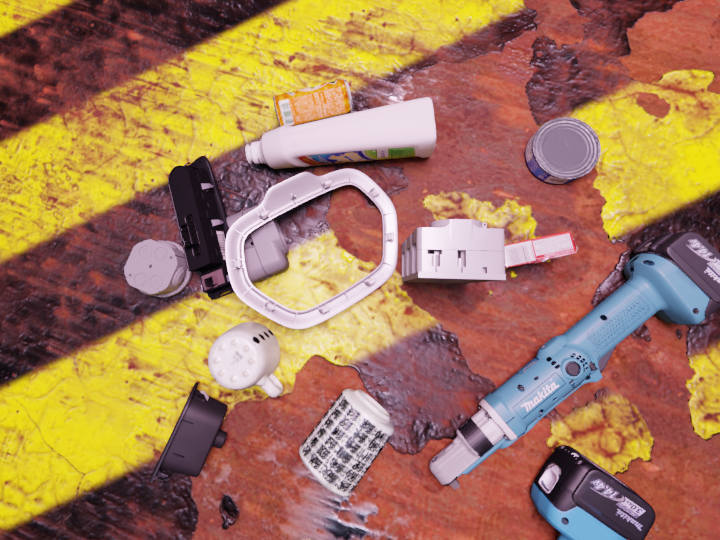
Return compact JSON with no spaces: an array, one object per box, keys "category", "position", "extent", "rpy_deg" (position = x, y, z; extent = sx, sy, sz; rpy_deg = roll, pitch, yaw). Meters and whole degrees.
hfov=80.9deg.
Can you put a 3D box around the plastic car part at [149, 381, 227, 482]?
[{"category":"plastic car part","position":[-0.214,0.217,0.553],"extent":[0.070,0.067,0.117],"rpy_deg":[28,82,-11]}]

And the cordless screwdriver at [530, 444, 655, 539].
[{"category":"cordless screwdriver","position":[0.206,0.329,0.494],"extent":[0.162,0.073,0.249],"rpy_deg":[29,89,7]}]

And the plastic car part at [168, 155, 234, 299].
[{"category":"plastic car part","position":[-0.223,-0.063,0.584],"extent":[0.068,0.064,0.207],"rpy_deg":[-23,75,30]}]

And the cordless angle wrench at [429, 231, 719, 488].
[{"category":"cordless angle wrench","position":[0.253,0.118,0.523],"extent":[0.423,0.073,0.099],"rpy_deg":[-40,83,1]}]

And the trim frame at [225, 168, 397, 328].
[{"category":"trim frame","position":[-0.054,-0.035,0.552],"extent":[0.245,0.028,0.184],"rpy_deg":[-29,91,-17]}]
